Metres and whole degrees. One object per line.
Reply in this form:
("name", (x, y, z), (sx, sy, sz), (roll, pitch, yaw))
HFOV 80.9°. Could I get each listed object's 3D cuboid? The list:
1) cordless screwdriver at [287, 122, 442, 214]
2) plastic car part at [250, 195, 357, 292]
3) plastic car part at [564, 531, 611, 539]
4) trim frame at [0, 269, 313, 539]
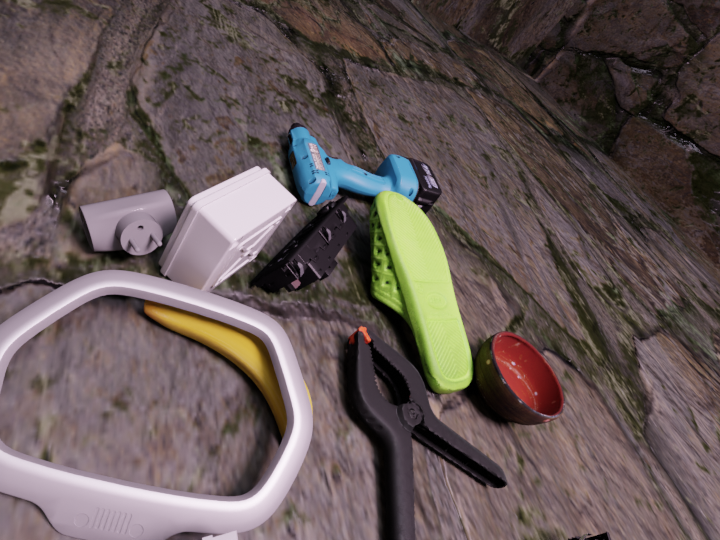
("cordless screwdriver", (0.000, -0.163, 0.686), (0.238, 0.074, 0.166), (5, 49, -29))
("plastic car part", (-0.051, -0.033, 0.523), (0.066, 0.067, 0.203), (42, 37, -13))
("plastic car part", (0.194, 0.304, 0.382), (0.070, 0.065, 0.119), (15, 45, -6))
("trim frame", (-0.152, 0.094, 0.317), (0.242, 0.027, 0.188), (19, 52, -14))
